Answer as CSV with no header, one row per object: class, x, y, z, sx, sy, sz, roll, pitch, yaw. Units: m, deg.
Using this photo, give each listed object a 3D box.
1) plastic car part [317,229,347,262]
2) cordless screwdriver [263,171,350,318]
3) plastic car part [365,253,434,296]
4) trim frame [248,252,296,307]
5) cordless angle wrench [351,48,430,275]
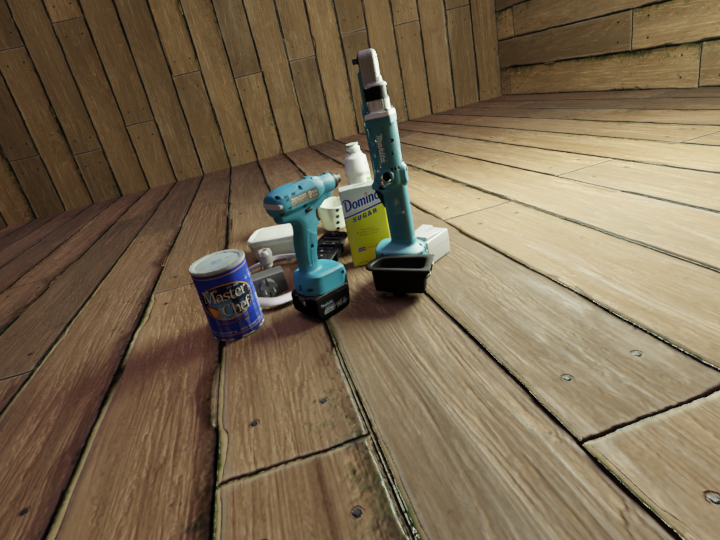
plastic car part,-0.070,-0.042,0.965,0.068,0.065,0.204,-7,25,14
cordless screwdriver,-0.075,-0.049,0.769,0.078,0.242,0.155,10,31,45
plastic car part,0.074,0.013,0.765,0.120,0.069,0.065,-3,24,23
trim frame,-0.185,0.018,0.946,0.184,0.027,0.257,-15,24,-3
cordless angle wrench,0.052,-0.174,0.765,0.101,0.411,0.074,-3,23,24
